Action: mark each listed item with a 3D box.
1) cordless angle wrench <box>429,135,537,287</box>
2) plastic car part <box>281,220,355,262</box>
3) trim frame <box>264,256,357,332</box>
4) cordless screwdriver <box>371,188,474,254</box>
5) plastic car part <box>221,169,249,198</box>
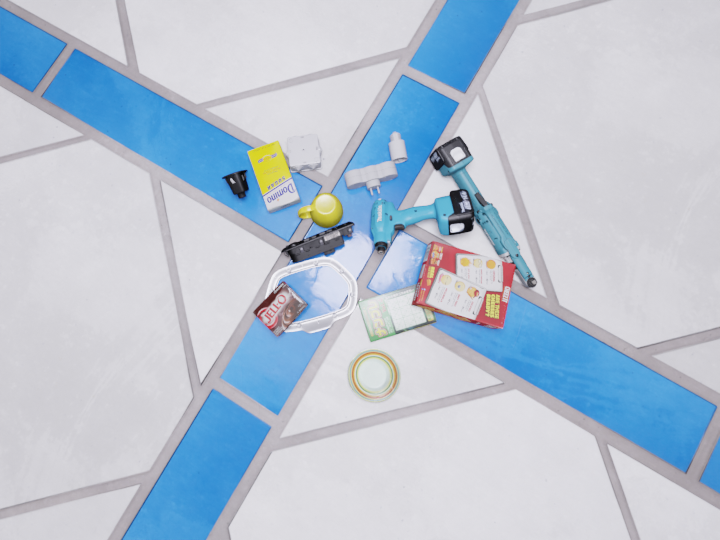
[{"bbox_3d":[0.324,-0.142,1.083,0.074,0.097,0.427,-30,85,-4],"label":"cordless angle wrench"},{"bbox_3d":[-0.108,-0.071,1.109,0.203,0.068,0.065,-18,109,-1],"label":"plastic car part"},{"bbox_3d":[-0.130,0.066,1.103,0.248,0.027,0.186,-15,82,-1],"label":"trim frame"},{"bbox_3d":[0.150,-0.117,1.048,0.254,0.071,0.163,-5,54,14],"label":"cordless screwdriver"},{"bbox_3d":[-0.325,-0.227,1.124,0.066,0.120,0.069,-21,108,-3],"label":"plastic car part"}]
